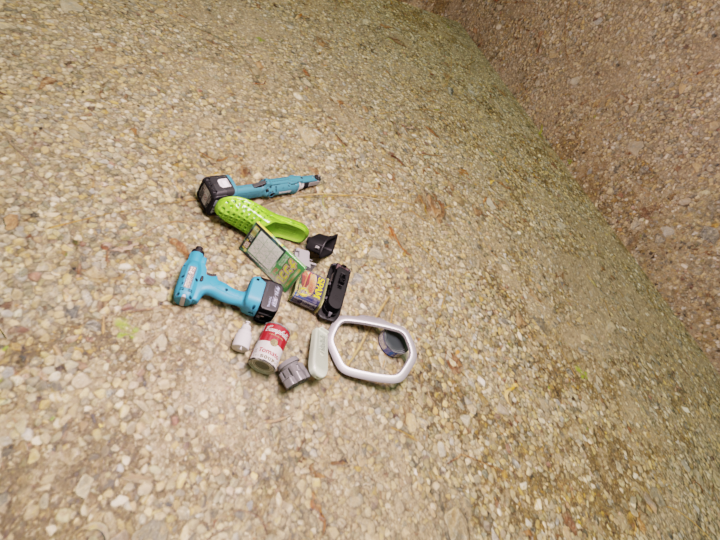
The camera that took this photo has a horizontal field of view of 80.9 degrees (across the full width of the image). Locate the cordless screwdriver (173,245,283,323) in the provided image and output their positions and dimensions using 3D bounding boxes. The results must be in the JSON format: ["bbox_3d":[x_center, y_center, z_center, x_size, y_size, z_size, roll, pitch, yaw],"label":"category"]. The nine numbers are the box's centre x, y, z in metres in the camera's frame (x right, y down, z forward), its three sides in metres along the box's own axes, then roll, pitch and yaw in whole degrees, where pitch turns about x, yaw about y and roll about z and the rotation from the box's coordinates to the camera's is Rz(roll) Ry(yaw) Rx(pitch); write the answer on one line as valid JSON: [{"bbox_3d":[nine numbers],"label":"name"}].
[{"bbox_3d":[-0.318,0.033,1.041,0.242,0.074,0.163,16,51,-15],"label":"cordless screwdriver"}]

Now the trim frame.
[{"bbox_3d":[0.030,0.201,1.114,0.246,0.027,0.189,9,55,-5],"label":"trim frame"}]

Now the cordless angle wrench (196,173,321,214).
[{"bbox_3d":[-0.279,-0.250,1.272,0.408,0.099,0.076,-20,71,-44],"label":"cordless angle wrench"}]

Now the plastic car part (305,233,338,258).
[{"bbox_3d":[-0.120,-0.079,1.229,0.073,0.065,0.114,21,16,16],"label":"plastic car part"}]

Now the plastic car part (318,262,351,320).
[{"bbox_3d":[-0.063,0.052,1.175,0.064,0.068,0.206,31,46,-16],"label":"plastic car part"}]
